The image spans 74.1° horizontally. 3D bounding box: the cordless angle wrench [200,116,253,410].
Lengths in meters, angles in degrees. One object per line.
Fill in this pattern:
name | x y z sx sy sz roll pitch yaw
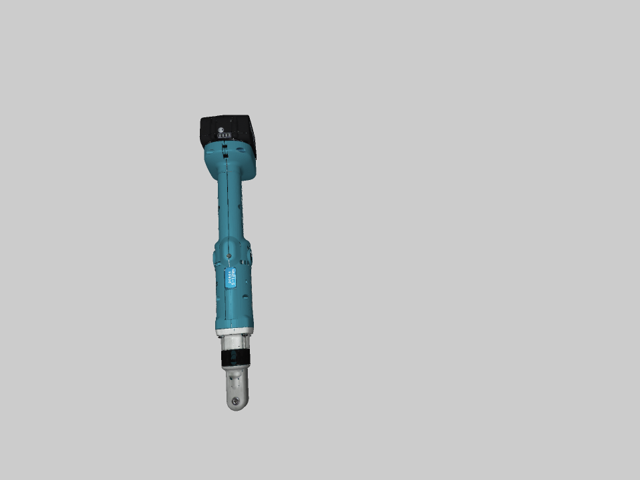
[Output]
cordless angle wrench | -0.128 0.025 0.620 0.074 0.422 0.098 -4 -13 -2
